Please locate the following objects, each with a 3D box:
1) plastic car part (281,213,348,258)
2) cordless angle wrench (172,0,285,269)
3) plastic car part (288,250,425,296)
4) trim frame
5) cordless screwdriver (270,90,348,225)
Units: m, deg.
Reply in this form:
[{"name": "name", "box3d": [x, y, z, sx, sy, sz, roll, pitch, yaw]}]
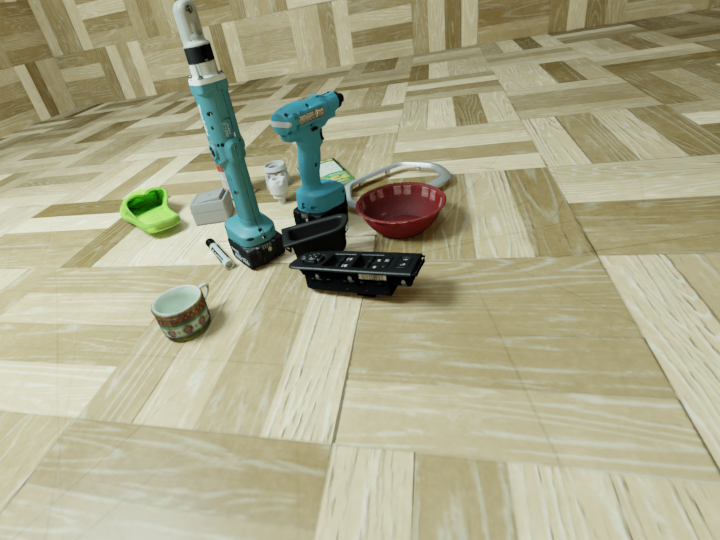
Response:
[{"name": "plastic car part", "box3d": [-0.070, -0.046, 0.720, 0.116, 0.068, 0.069, -13, 33, -3]}, {"name": "cordless angle wrench", "box3d": [-0.216, -0.199, 0.684, 0.073, 0.408, 0.104, -29, 37, -29]}, {"name": "plastic car part", "box3d": [-0.009, 0.003, 0.633, 0.211, 0.064, 0.066, 7, 37, 25]}, {"name": "trim frame", "box3d": [0.074, -0.184, 0.914, 0.244, 0.026, 0.195, -26, 36, -20]}, {"name": "cordless screwdriver", "box3d": [-0.073, -0.202, 0.795, 0.078, 0.240, 0.156, 19, 42, 37]}]
